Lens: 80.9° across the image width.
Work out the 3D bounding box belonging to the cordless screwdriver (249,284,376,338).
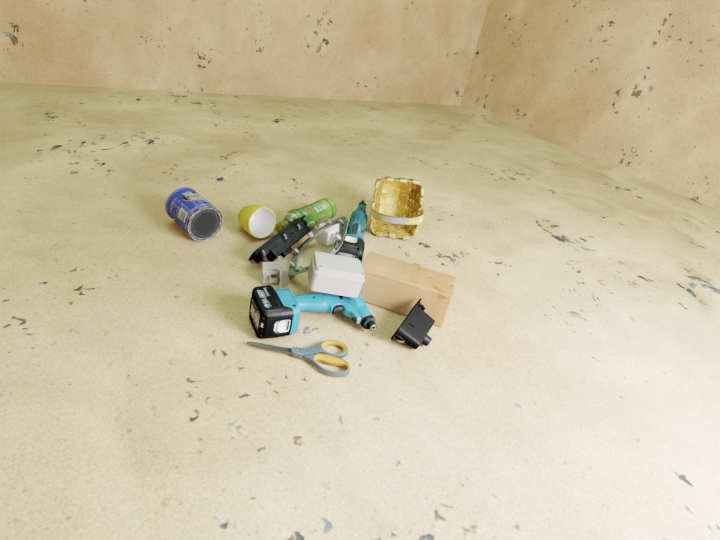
[{"bbox_3d":[-0.097,0.086,0.879,0.239,0.073,0.168,-8,35,-31],"label":"cordless screwdriver"}]

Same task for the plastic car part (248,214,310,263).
[{"bbox_3d":[-0.197,-0.078,1.100,0.067,0.066,0.201,40,53,1],"label":"plastic car part"}]

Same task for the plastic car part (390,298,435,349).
[{"bbox_3d":[0.117,0.125,0.883,0.072,0.065,0.115,32,39,9],"label":"plastic car part"}]

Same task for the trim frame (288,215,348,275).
[{"bbox_3d":[-0.104,-0.068,1.060,0.187,0.027,0.252,-29,22,18],"label":"trim frame"}]

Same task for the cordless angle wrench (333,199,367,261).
[{"bbox_3d":[-0.015,-0.112,1.209,0.075,0.096,0.428,11,28,1],"label":"cordless angle wrench"}]
